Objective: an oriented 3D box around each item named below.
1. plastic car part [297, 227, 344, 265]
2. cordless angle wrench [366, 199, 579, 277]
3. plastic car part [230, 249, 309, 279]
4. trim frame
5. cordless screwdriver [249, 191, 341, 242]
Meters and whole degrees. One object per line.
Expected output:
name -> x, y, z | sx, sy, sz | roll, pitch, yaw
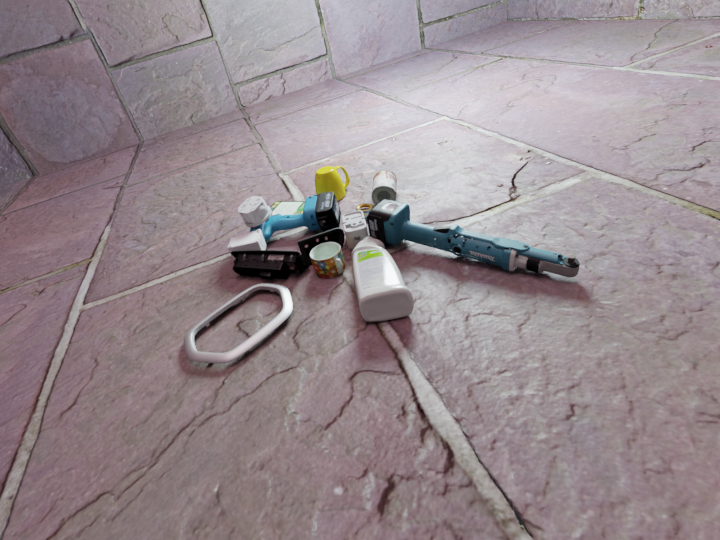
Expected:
plastic car part -> -0.101, -0.066, 1.032 | 0.114, 0.064, 0.074 | -24, 20, -18
cordless angle wrench -> 0.209, -0.058, 0.868 | 0.446, 0.094, 0.073 | 19, 46, 36
plastic car part -> -0.227, -0.011, 1.007 | 0.212, 0.063, 0.068 | 7, 65, 29
trim frame -> -0.250, 0.104, 0.877 | 0.195, 0.026, 0.245 | 21, 51, 41
cordless screwdriver -> -0.181, -0.154, 1.158 | 0.253, 0.071, 0.164 | -12, 43, 12
